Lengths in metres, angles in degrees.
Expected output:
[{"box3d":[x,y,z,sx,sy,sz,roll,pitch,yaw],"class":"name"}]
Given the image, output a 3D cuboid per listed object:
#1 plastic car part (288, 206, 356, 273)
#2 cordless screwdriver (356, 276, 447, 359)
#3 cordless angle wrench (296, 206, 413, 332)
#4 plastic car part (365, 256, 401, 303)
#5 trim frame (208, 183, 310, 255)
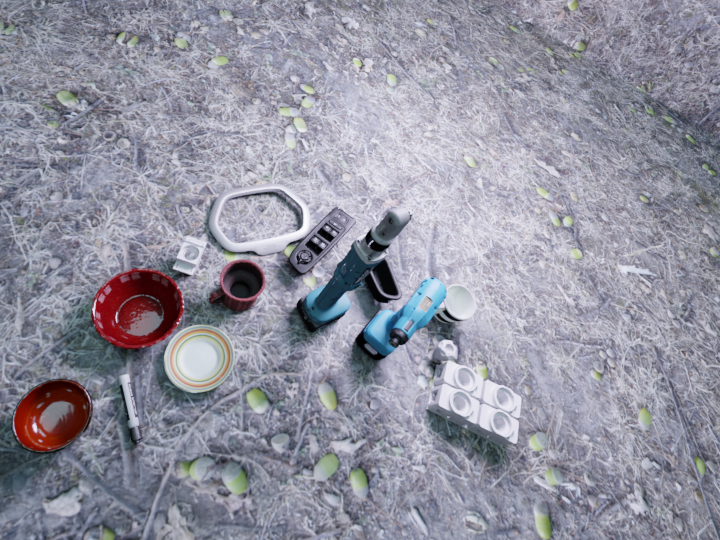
[{"box3d":[-0.098,-0.064,1.000,0.067,0.067,0.201,39,57,2],"class":"plastic car part"},{"box3d":[0.064,0.118,0.844,0.075,0.249,0.157,42,57,1],"class":"cordless screwdriver"},{"box3d":[-0.020,0.007,0.775,0.095,0.424,0.076,-22,75,-30],"class":"cordless angle wrench"},{"box3d":[0.043,0.029,0.993,0.064,0.071,0.120,-9,66,-25],"class":"plastic car part"},{"box3d":[-0.238,-0.125,1.011,0.241,0.027,0.190,-14,67,-25],"class":"trim frame"}]
